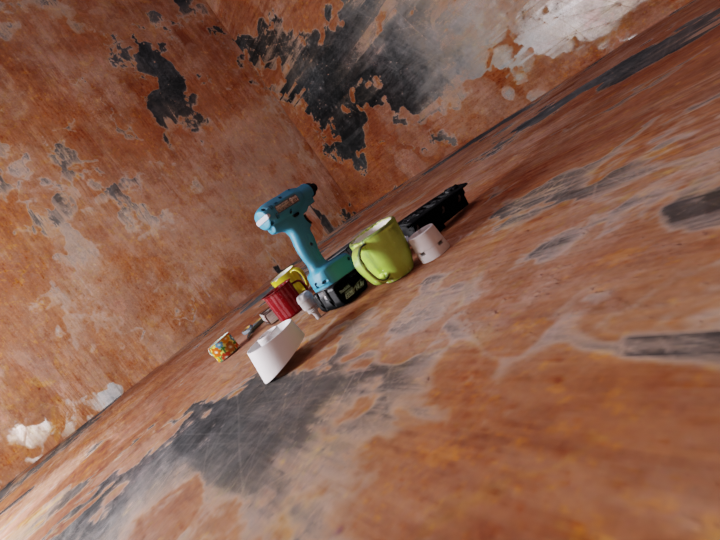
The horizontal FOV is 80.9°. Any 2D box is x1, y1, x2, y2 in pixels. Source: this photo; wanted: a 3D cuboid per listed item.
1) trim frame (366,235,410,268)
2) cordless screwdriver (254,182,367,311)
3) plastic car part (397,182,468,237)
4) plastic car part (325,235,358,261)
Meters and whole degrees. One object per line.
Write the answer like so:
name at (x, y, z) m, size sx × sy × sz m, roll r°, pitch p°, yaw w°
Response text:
trim frame at (0.066, -0.047, 0.954) m, size 0.189 × 0.027 × 0.245 m, roll -27°, pitch 13°, yaw 44°
cordless screwdriver at (-0.082, -0.054, 0.838) m, size 0.156 × 0.247 × 0.076 m, roll -40°, pitch 5°, yaw -40°
plastic car part at (0.155, -0.117, 0.853) m, size 0.200 × 0.066 × 0.068 m, roll -41°, pitch 8°, yaw -28°
plastic car part at (-0.028, -0.030, 1.074) m, size 0.119 × 0.070 × 0.065 m, roll -31°, pitch 8°, yaw 32°
